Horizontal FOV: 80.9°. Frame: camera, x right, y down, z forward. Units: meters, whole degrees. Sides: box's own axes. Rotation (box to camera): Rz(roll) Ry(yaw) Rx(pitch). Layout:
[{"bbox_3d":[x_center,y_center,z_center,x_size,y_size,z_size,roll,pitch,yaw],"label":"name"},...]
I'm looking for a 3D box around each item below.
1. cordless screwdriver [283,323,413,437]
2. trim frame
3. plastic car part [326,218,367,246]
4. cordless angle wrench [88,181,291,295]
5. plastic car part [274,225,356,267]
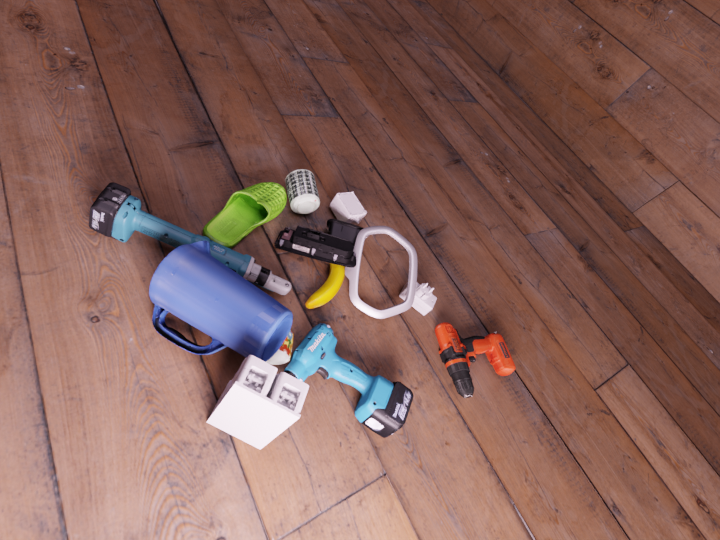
[{"bbox_3d":[-0.029,0.231,0.835,0.252,0.074,0.157,36,45,7],"label":"cordless screwdriver"},{"bbox_3d":[0.053,0.000,1.057,0.181,0.027,0.252,11,68,-8],"label":"trim frame"},{"bbox_3d":[-0.040,-0.083,1.107,0.113,0.066,0.072,14,63,-17],"label":"plastic car part"},{"bbox_3d":[-0.335,-0.044,0.880,0.412,0.099,0.076,25,49,-14],"label":"cordless angle wrench"},{"bbox_3d":[-0.100,-0.065,1.022,0.203,0.066,0.067,19,37,0],"label":"plastic car part"}]
